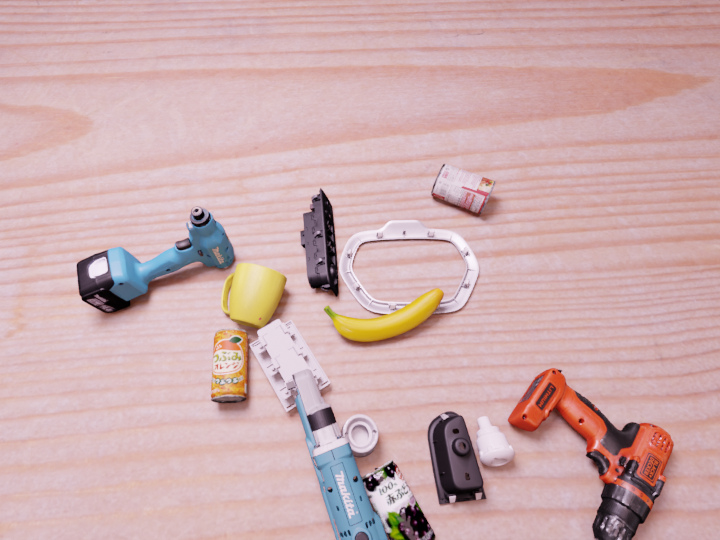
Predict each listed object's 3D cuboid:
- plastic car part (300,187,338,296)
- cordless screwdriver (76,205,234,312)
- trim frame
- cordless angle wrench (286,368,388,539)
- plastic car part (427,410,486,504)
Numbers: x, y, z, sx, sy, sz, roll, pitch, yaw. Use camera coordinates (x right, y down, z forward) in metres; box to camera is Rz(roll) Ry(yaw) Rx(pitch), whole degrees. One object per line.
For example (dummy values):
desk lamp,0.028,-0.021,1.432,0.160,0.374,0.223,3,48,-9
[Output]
plastic car part,-0.075,-0.049,0.767,0.067,0.063,0.210,-13,61,4
cordless screwdriver,-0.346,-0.023,0.709,0.246,0.154,0.077,-21,65,-8
trim frame,0.086,-0.009,0.758,0.250,0.026,0.189,-2,60,3
cordless angle wrench,-0.002,0.328,0.518,0.097,0.073,0.437,-19,68,-10
plastic car part,0.134,0.254,0.583,0.065,0.069,0.120,-6,64,-5
